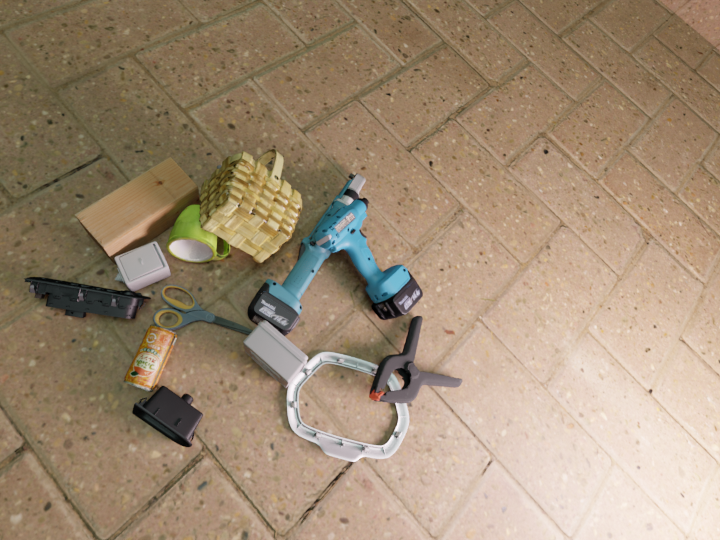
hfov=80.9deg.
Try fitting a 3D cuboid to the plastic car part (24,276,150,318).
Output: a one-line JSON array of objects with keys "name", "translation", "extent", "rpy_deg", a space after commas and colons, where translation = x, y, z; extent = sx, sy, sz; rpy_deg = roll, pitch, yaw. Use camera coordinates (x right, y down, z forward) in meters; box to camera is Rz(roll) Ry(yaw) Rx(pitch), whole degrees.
[{"name": "plastic car part", "translation": [-0.490, 0.052, 0.764], "extent": [0.199, 0.067, 0.068], "rpy_deg": [7, 78, -12]}]

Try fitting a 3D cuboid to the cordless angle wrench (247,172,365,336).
[{"name": "cordless angle wrench", "translation": [-0.089, -0.058, 0.905], "extent": [0.098, 0.074, 0.423], "rpy_deg": [31, 62, -3]}]

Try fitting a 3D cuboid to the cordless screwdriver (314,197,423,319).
[{"name": "cordless screwdriver", "translation": [0.030, -0.029, 0.887], "extent": [0.246, 0.076, 0.157], "rpy_deg": [50, 54, -6]}]

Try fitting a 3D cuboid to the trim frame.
[{"name": "trim frame", "translation": [-0.021, 0.261, 0.813], "extent": [0.245, 0.027, 0.186], "rpy_deg": [19, 66, -8]}]

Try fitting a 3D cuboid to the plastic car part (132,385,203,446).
[{"name": "plastic car part", "translation": [-0.325, 0.244, 0.731], "extent": [0.116, 0.066, 0.071], "rpy_deg": [33, 50, -5]}]
